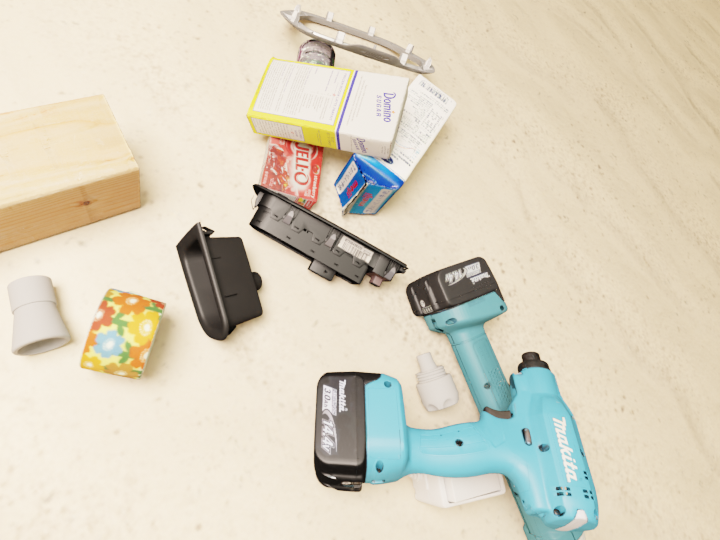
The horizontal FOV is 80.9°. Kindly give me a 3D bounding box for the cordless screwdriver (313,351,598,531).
[{"bbox_3d":[0.080,0.143,0.414,0.251,0.072,0.163,4,48,5],"label":"cordless screwdriver"}]

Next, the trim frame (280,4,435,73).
[{"bbox_3d":[0.001,-0.344,0.628,0.240,0.027,0.192,10,38,-20],"label":"trim frame"}]

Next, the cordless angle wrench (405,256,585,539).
[{"bbox_3d":[0.180,0.196,0.489,0.095,0.075,0.431,-15,77,-27],"label":"cordless angle wrench"}]

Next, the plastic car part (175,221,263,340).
[{"bbox_3d":[-0.141,0.010,0.449,0.068,0.067,0.118,-15,79,-43],"label":"plastic car part"}]

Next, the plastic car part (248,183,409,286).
[{"bbox_3d":[-0.049,-0.032,0.503,0.200,0.067,0.067,33,86,-8],"label":"plastic car part"}]
